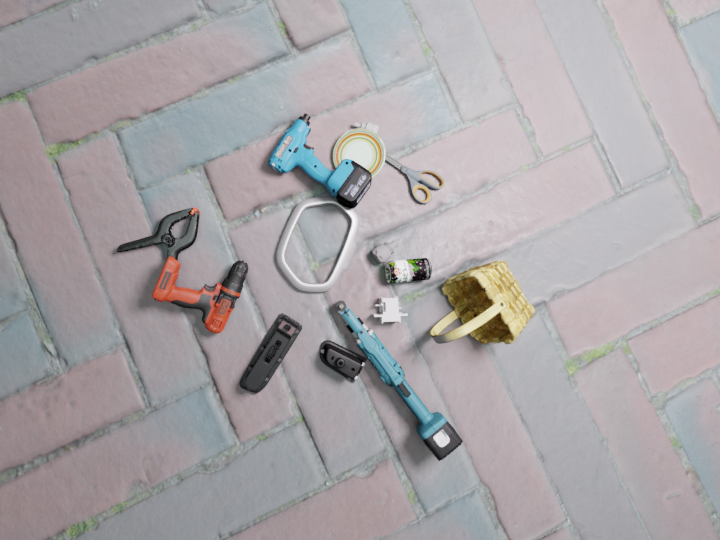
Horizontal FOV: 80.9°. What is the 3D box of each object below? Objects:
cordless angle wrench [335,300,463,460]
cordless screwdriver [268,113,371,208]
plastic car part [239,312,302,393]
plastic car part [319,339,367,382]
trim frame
[{"bbox_3d":[0.074,0.244,1.009,0.074,0.097,0.427,-37,85,-6],"label":"cordless angle wrench"},{"bbox_3d":[-0.085,-0.267,1.027,0.253,0.073,0.159,30,85,9],"label":"cordless screwdriver"},{"bbox_3d":[-0.216,0.207,1.008,0.065,0.068,0.203,33,88,-11],"label":"plastic car part"},{"bbox_3d":[-0.044,0.218,1.008,0.115,0.071,0.066,30,84,-5],"label":"plastic car part"},{"bbox_3d":[-0.102,-0.067,1.047,0.184,0.027,0.249,21,84,0],"label":"trim frame"}]
